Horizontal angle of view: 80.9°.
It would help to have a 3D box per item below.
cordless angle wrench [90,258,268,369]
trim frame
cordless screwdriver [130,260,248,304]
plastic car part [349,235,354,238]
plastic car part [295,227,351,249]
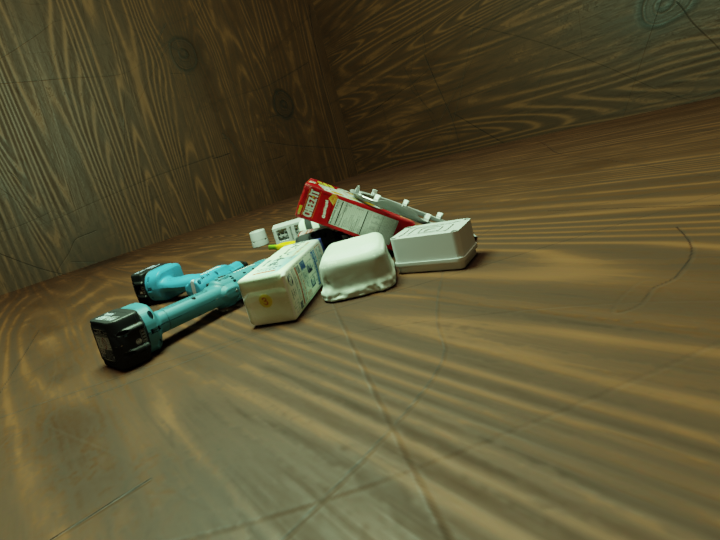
[{"bbox_3d":[-0.243,0.037,0.753,0.102,0.073,0.410,-3,18,41],"label":"cordless angle wrench"},{"bbox_3d":[0.095,-0.112,0.788,0.259,0.027,0.178,27,17,22],"label":"trim frame"},{"bbox_3d":[-0.383,0.018,0.951,0.259,0.073,0.156,-2,19,30],"label":"cordless screwdriver"},{"bbox_3d":[0.001,-0.094,0.978,0.204,0.065,0.068,-18,20,5],"label":"plastic car part"},{"bbox_3d":[-0.081,-0.053,0.828,0.120,0.068,0.067,-18,-27,28],"label":"plastic car part"}]
